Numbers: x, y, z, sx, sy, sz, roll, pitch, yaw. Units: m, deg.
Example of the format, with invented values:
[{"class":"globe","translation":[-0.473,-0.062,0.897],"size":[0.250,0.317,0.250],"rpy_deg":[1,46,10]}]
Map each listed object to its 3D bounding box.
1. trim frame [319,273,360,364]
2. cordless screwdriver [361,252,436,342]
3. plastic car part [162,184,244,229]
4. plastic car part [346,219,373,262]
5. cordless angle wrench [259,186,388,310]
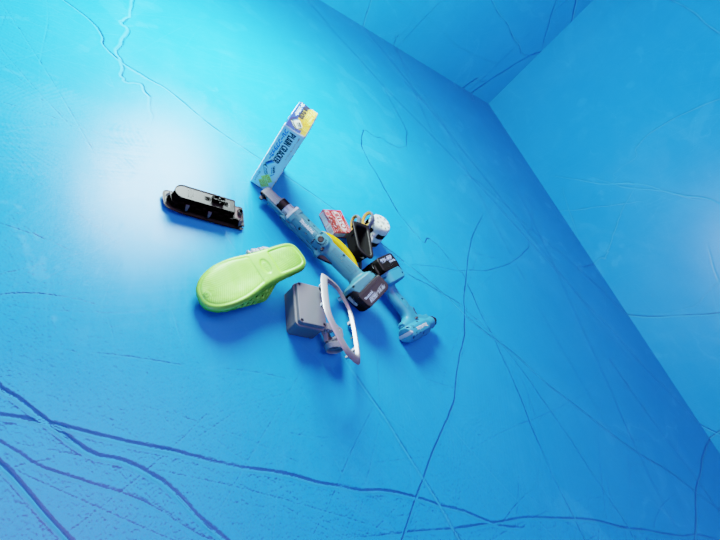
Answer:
[{"class":"trim frame","translation":[-0.047,0.109,0.986],"size":[0.176,0.028,0.257],"rpy_deg":[56,9,-30]},{"class":"cordless screwdriver","translation":[0.119,0.073,1.205],"size":[0.153,0.075,0.255],"rpy_deg":[-13,68,-48]},{"class":"plastic car part","translation":[-0.364,-0.154,1.004],"size":[0.194,0.068,0.068],"rpy_deg":[12,56,-31]},{"class":"plastic car part","translation":[-0.010,-0.075,1.223],"size":[0.063,0.072,0.120],"rpy_deg":[16,55,-35]},{"class":"cordless angle wrench","translation":[-0.110,-0.072,1.123],"size":[0.428,0.074,0.097],"rpy_deg":[45,71,6]}]
